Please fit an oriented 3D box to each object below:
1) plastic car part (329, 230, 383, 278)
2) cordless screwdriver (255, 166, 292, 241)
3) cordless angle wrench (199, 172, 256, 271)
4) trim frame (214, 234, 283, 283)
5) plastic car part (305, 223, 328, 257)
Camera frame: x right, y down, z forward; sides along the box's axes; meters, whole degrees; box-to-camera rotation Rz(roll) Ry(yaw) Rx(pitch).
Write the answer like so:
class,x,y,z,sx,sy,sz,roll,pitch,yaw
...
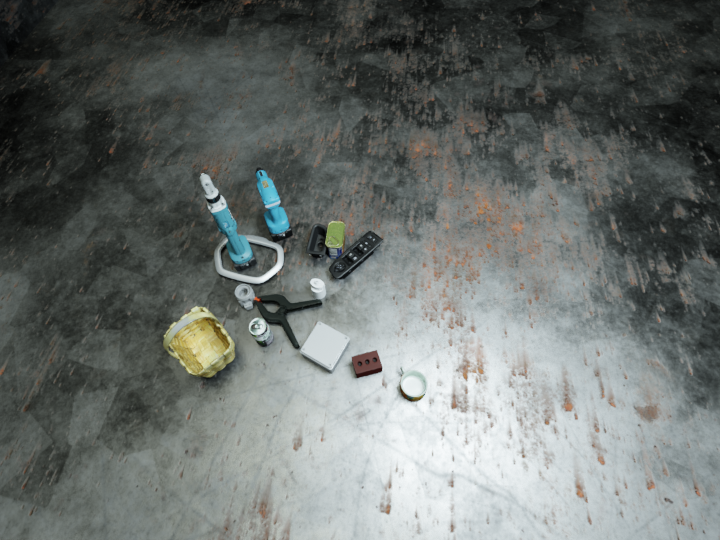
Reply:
class,x,y,z,sx,sy,sz,roll,pitch,yaw
plastic car part,-0.018,-0.042,1.374,0.201,0.065,0.069,-39,65,-17
cordless screwdriver,-0.295,-0.216,1.406,0.074,0.240,0.166,-20,61,-10
cordless angle wrench,-0.403,-0.138,1.274,0.073,0.409,0.102,-23,63,-11
trim frame,-0.381,-0.045,1.439,0.254,0.026,0.186,11,61,12
plastic car part,-0.138,-0.090,1.414,0.067,0.068,0.119,6,60,7
